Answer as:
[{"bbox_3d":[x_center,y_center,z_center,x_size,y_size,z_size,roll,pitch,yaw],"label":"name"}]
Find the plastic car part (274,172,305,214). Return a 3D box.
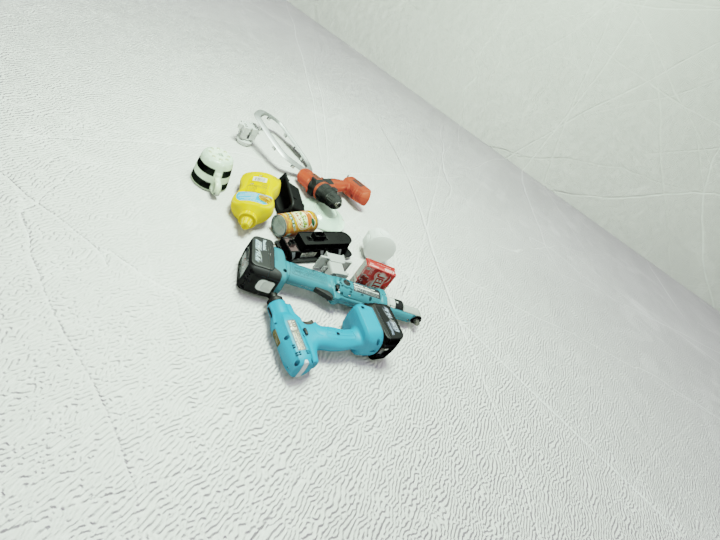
[{"bbox_3d":[-0.173,-0.174,1.051,0.067,0.067,0.122,20,37,-46],"label":"plastic car part"}]

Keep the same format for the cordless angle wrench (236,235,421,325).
[{"bbox_3d":[-0.043,0.043,0.876,0.406,0.074,0.102,19,37,-24],"label":"cordless angle wrench"}]

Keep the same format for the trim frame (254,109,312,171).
[{"bbox_3d":[-0.224,-0.374,1.230,0.255,0.028,0.178,53,21,12],"label":"trim frame"}]

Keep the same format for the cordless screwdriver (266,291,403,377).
[{"bbox_3d":[-0.052,0.102,0.792,0.238,0.074,0.167,-2,48,-35],"label":"cordless screwdriver"}]

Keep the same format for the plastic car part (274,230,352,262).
[{"bbox_3d":[-0.095,-0.062,0.971,0.193,0.067,0.070,-1,41,-44],"label":"plastic car part"}]
